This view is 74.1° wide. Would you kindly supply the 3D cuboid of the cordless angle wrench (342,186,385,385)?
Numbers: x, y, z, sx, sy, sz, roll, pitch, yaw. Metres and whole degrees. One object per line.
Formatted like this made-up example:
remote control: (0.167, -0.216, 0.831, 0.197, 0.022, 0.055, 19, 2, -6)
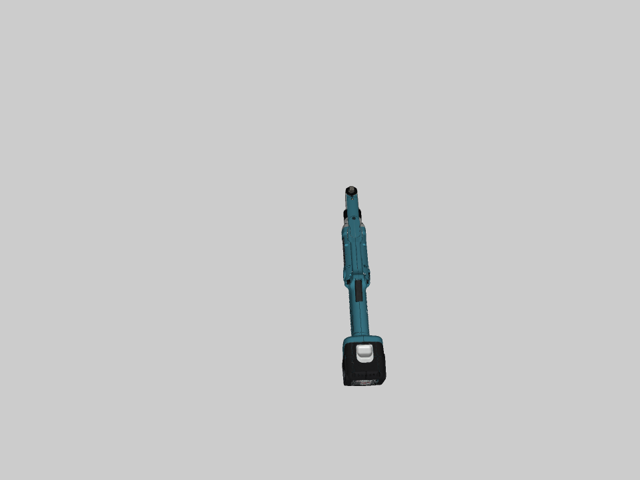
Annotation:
cordless angle wrench: (0.074, 0.073, 0.866, 0.074, 0.421, 0.098, -1, -28, 0)
